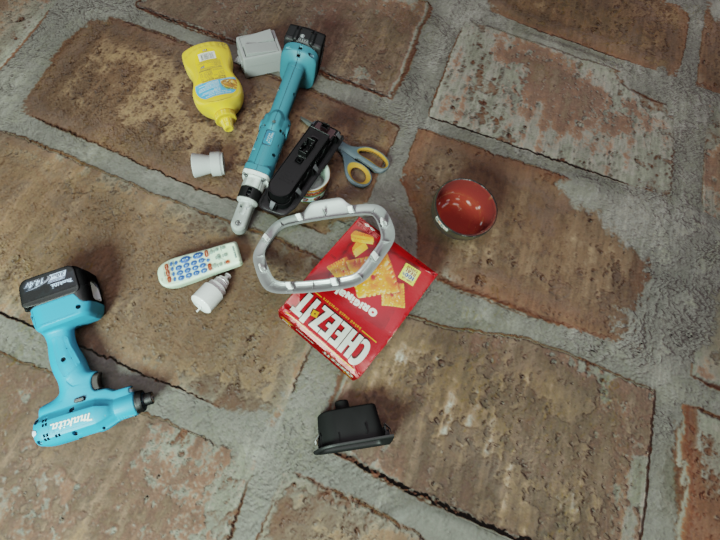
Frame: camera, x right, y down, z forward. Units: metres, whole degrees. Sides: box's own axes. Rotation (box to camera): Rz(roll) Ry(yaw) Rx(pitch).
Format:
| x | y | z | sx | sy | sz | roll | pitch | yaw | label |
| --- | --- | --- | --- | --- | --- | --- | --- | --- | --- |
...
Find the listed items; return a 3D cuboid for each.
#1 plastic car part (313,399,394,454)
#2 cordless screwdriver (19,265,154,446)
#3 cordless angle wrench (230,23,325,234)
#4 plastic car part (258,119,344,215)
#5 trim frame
| x | y | z | sx | sy | sz | roll | pitch | yaw | label |
| --- | --- | --- | --- | --- | --- | --- | --- | --- | --- |
| -0.016 | 0.231 | 0.635 | 0.116 | 0.064 | 0.073 | -5 | 57 | -3 | plastic car part |
| -0.414 | 0.117 | 0.641 | 0.157 | 0.074 | 0.254 | -16 | 76 | -10 | cordless screwdriver |
| -0.160 | -0.263 | 0.788 | 0.074 | 0.098 | 0.427 | 17 | 73 | -5 | cordless angle wrench |
| -0.099 | -0.181 | 0.720 | 0.066 | 0.067 | 0.203 | 31 | 74 | -1 | plastic car part |
| -0.067 | -0.044 | 0.688 | 0.256 | 0.026 | 0.188 | -7 | 51 | 22 | trim frame |
